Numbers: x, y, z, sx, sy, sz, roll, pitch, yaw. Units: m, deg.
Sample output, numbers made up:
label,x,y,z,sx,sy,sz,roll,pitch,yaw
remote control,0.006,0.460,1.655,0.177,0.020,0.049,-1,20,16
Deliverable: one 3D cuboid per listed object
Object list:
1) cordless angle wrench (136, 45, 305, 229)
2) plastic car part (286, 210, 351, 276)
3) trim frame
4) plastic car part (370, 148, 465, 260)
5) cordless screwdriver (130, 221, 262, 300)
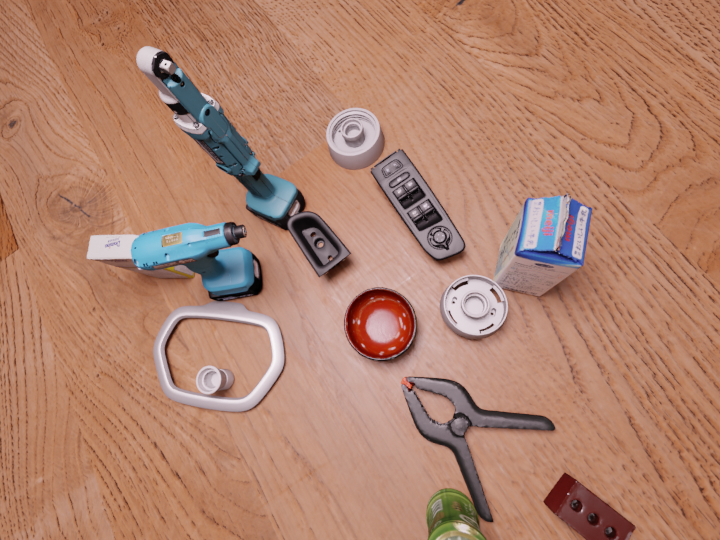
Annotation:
label,x,y,z,sx,sy,sz,roll,pitch,yaw
cordless angle wrench,-0.184,-0.168,0.614,0.101,0.409,0.074,26,82,14
plastic car part,-0.072,-0.047,0.733,0.066,0.068,0.121,-37,70,0
trim frame,-0.252,0.145,0.742,0.255,0.026,0.186,3,75,14
plastic car part,0.096,-0.102,0.711,0.066,0.065,0.210,-32,70,2
cordless screwdriver,-0.217,-0.016,0.667,0.161,0.240,0.076,-10,75,7
